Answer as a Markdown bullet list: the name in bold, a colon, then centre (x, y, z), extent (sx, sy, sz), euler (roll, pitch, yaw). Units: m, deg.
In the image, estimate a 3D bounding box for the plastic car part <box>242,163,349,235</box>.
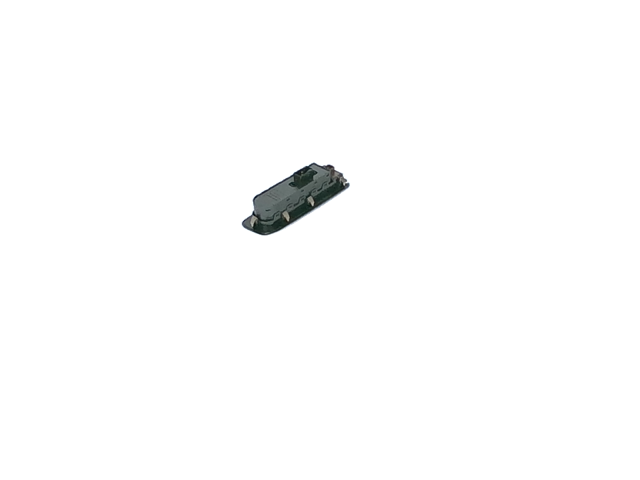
- **plastic car part**: centre (-0.036, -0.075, 0.684), extent (0.066, 0.067, 0.202), euler (35, 55, 24)
